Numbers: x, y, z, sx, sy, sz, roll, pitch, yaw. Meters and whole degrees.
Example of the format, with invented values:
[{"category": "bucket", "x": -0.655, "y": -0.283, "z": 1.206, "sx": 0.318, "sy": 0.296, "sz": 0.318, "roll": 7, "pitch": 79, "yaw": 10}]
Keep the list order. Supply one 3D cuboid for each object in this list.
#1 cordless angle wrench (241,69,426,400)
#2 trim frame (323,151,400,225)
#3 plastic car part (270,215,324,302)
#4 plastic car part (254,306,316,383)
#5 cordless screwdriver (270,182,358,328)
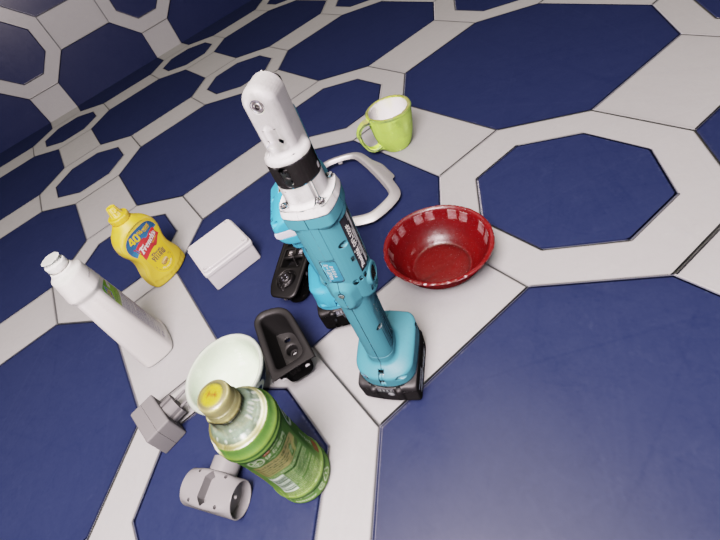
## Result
[{"category": "cordless angle wrench", "x": -0.012, "y": 0.002, "z": 0.429, "sx": 0.077, "sy": 0.402, "sz": 0.099, "roll": -4, "pitch": 47, "yaw": 21}, {"category": "trim frame", "x": -0.024, "y": -0.167, "z": 0.861, "sx": 0.184, "sy": 0.026, "sz": 0.262, "roll": -31, "pitch": 44, "yaw": -3}, {"category": "plastic car part", "x": -0.105, "y": -0.026, "z": 0.744, "sx": 0.069, "sy": 0.064, "sz": 0.206, "roll": -4, "pitch": 49, "yaw": 22}, {"category": "plastic car part", "x": -0.105, "y": 0.112, "z": 0.614, "sx": 0.066, "sy": 0.067, "sz": 0.123, "roll": -31, "pitch": 44, "yaw": -5}, {"category": "cordless screwdriver", "x": -0.060, "y": -0.039, "z": 0.609, "sx": 0.075, "sy": 0.236, "sz": 0.165, "roll": -19, "pitch": 44, "yaw": 7}]
